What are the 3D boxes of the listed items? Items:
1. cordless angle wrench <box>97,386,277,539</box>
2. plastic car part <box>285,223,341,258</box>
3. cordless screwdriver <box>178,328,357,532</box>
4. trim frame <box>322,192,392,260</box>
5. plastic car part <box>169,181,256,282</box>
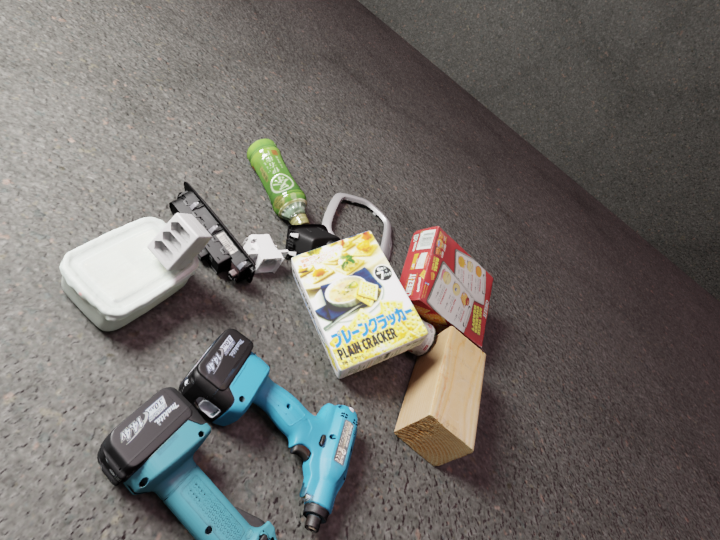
[{"bbox_3d":[-0.106,0.315,0.450,0.427,0.075,0.096,46,39,5],"label":"cordless angle wrench"},{"bbox_3d":[-0.079,-0.052,0.812,0.111,0.065,0.075,-9,25,-44],"label":"plastic car part"},{"bbox_3d":[-0.118,0.201,0.549,0.244,0.075,0.160,36,38,-10],"label":"cordless screwdriver"},{"bbox_3d":[-0.001,-0.091,0.963,0.181,0.028,0.252,29,38,-11],"label":"trim frame"},{"bbox_3d":[-0.256,-0.058,0.708,0.066,0.066,0.208,-31,74,-24],"label":"plastic car part"}]
